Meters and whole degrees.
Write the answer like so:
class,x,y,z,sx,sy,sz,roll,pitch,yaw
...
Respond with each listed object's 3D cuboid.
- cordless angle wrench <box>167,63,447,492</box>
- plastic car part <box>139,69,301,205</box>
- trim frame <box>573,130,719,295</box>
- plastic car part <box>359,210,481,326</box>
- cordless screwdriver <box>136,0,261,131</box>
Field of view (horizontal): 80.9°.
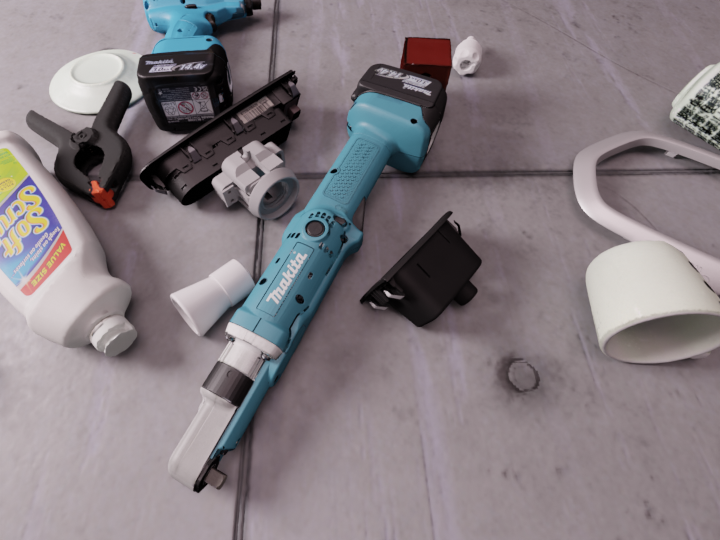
class,x,y,z,sx,sy,sz,roll,pitch,yaw
cordless angle wrench,-0.037,-0.024,0.383,0.100,0.072,0.424,22,64,11
plastic car part,-0.137,-0.134,0.456,0.200,0.067,0.067,-38,94,-22
trim frame,0.340,-0.060,0.426,0.256,0.027,0.183,30,63,15
plastic car part,0.067,0.004,0.374,0.115,0.066,0.072,-40,84,-25
cordless screwdriver,-0.196,-0.288,0.538,0.158,0.072,0.259,-10,56,-7
